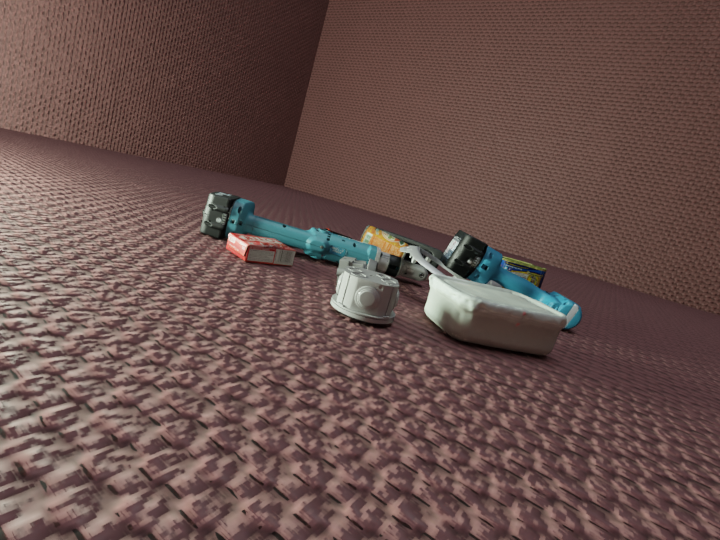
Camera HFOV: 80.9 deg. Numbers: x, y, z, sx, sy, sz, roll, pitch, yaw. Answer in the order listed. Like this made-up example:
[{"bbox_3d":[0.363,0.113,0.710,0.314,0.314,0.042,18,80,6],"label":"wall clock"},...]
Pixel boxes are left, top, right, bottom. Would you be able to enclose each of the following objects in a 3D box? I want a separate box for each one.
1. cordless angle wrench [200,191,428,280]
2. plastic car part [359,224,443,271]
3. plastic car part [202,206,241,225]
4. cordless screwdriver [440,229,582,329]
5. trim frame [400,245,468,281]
[{"bbox_3d":[-0.077,-0.050,0.784,0.421,0.074,0.099,17,10,-3],"label":"cordless angle wrench"},{"bbox_3d":[0.099,-0.044,1.020,0.213,0.066,0.063,19,-15,29],"label":"plastic car part"},{"bbox_3d":[-0.289,-0.116,0.875,0.069,0.065,0.122,-6,15,-25],"label":"plastic car part"},{"bbox_3d":[0.280,0.015,0.812,0.252,0.074,0.158,31,11,4],"label":"cordless screwdriver"},{"bbox_3d":[0.152,0.009,0.763,0.185,0.027,0.247,35,13,0],"label":"trim frame"}]
